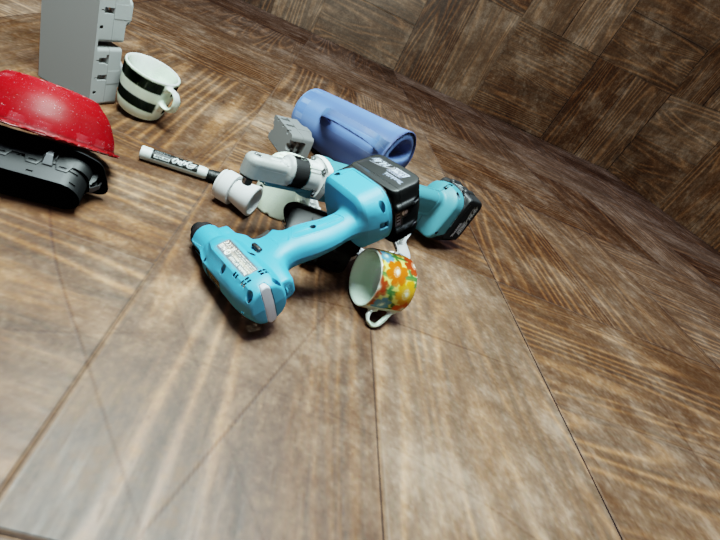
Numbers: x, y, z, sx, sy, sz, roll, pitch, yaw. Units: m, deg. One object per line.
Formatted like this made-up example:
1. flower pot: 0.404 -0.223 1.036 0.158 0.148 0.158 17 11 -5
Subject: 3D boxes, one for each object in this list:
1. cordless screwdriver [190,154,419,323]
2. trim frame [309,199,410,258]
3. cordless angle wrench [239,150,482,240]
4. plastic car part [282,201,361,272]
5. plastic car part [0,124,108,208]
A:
1. cordless screwdriver: -0.062 -0.055 0.482 0.244 0.072 0.168 -32 49 -25
2. trim frame: -0.005 -0.094 0.697 0.177 0.027 0.259 13 32 -23
3. cordless angle wrench: 0.019 -0.115 0.615 0.402 0.098 0.078 4 38 -41
4. plastic car part: -0.054 -0.035 0.550 0.115 0.065 0.072 18 46 -7
5. plastic car part: -0.365 -0.110 0.423 0.195 0.066 0.070 12 44 -23
